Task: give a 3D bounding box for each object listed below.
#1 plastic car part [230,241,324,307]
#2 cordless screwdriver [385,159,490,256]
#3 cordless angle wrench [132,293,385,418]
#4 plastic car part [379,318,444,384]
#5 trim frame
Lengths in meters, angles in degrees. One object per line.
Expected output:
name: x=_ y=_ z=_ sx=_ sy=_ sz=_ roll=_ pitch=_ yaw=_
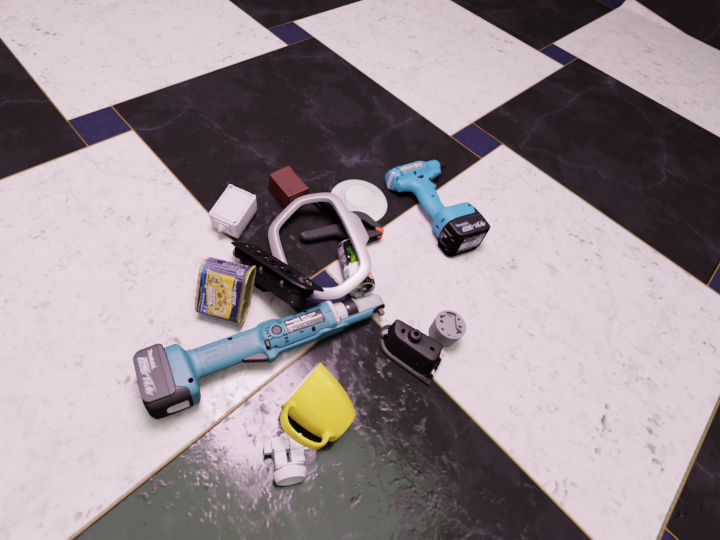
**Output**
plastic car part: x=-0.155 y=0.009 z=0.745 sx=0.214 sy=0.063 sz=0.067 roll=23 pitch=90 yaw=35
cordless screwdriver: x=0.185 y=-0.156 z=0.938 sx=0.155 sy=0.073 sz=0.261 roll=-21 pitch=58 yaw=-23
cordless angle wrench: x=-0.142 y=0.112 z=0.700 sx=0.412 sy=0.073 sz=0.102 roll=-18 pitch=61 yaw=-23
plastic car part: x=0.091 y=0.127 z=0.724 sx=0.119 sy=0.070 sz=0.065 roll=33 pitch=55 yaw=9
trim frame: x=-0.079 y=-0.052 z=0.807 sx=0.184 sy=0.026 sz=0.260 roll=-25 pitch=56 yaw=0
